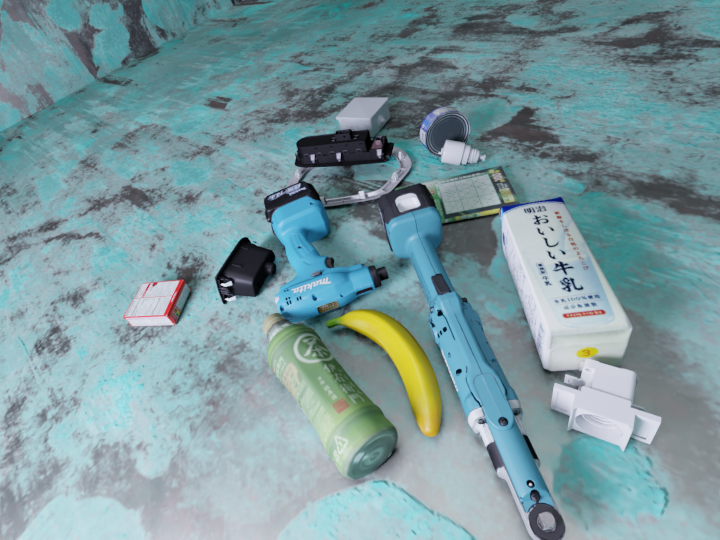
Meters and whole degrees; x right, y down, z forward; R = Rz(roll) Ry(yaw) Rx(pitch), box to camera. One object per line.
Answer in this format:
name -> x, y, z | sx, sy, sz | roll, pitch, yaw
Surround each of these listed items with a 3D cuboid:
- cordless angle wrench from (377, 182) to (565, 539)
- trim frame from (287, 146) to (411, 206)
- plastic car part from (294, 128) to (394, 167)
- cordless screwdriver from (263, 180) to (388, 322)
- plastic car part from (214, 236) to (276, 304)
cordless angle wrench -> 0.109, 0.062, 0.484 | 0.075, 0.093, 0.441 | -18, 47, 2
trim frame -> -0.027, -0.188, 0.820 | 0.255, 0.026, 0.188 | -7, 44, 18
plastic car part -> -0.044, -0.238, 0.823 | 0.210, 0.063, 0.067 | -2, 53, 24
cordless screwdriver -> -0.065, -0.042, 0.661 | 0.159, 0.071, 0.260 | -20, 47, 1
plastic car part -> -0.174, -0.003, 0.680 | 0.073, 0.064, 0.117 | 13, 48, 12
